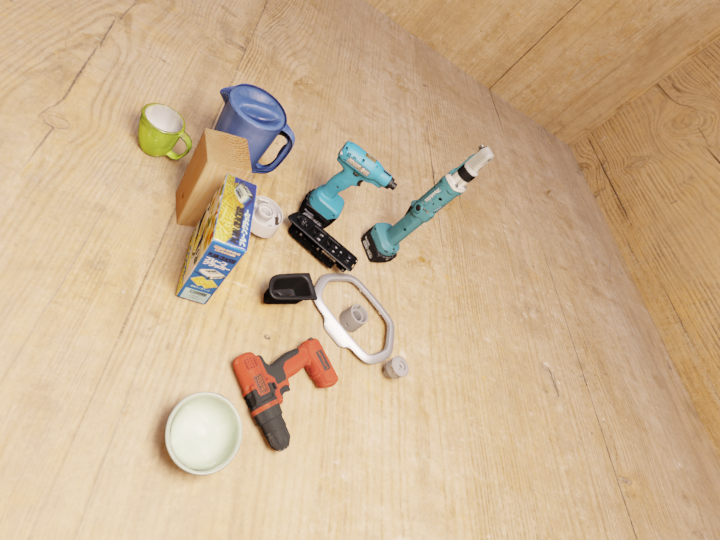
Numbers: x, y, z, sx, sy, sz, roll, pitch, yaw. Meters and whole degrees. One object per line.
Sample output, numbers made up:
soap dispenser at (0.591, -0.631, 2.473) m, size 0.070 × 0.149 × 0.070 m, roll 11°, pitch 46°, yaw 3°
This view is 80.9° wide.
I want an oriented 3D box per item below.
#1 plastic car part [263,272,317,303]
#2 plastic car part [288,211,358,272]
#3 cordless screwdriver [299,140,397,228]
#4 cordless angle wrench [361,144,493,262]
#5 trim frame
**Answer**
plastic car part at (-0.163, 0.048, 0.915) m, size 0.111 × 0.072 × 0.068 m, roll -1°, pitch 61°, yaw -39°
plastic car part at (-0.103, -0.067, 1.053) m, size 0.202 × 0.068 × 0.066 m, roll 43°, pitch 43°, yaw -2°
cordless screwdriver at (-0.037, -0.196, 1.067) m, size 0.156 × 0.252 × 0.075 m, roll 37°, pitch 44°, yaw -13°
cordless angle wrench at (0.160, -0.156, 1.056) m, size 0.071 × 0.429 × 0.101 m, roll 1°, pitch 62°, yaw -40°
trim frame at (-0.013, 0.109, 1.015) m, size 0.251 × 0.028 × 0.180 m, roll 49°, pitch 43°, yaw 5°
